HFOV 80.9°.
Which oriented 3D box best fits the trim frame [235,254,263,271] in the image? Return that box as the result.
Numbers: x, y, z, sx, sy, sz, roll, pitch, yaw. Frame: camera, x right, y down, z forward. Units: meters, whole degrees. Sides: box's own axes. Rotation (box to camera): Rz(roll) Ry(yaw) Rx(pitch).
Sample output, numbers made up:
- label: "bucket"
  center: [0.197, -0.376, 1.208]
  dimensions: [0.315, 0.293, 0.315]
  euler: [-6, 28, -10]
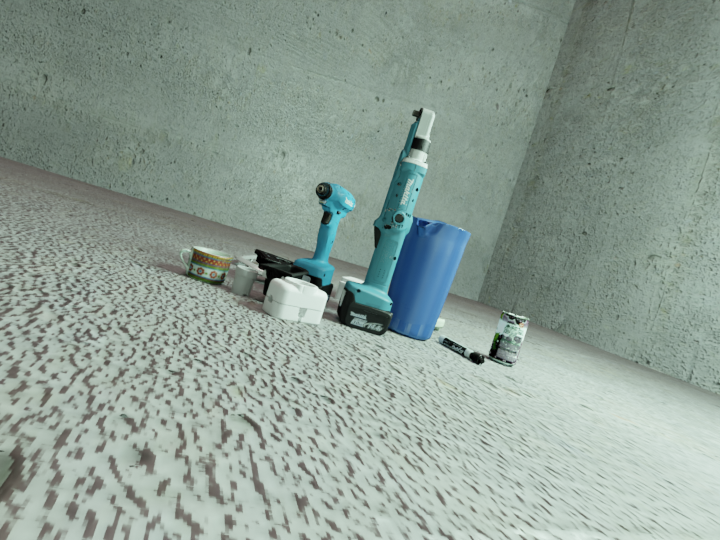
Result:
- label: "trim frame"
  center: [-0.242, -0.007, 1.162]
  dimensions: [0.187, 0.027, 0.245]
  euler: [18, 3, 6]

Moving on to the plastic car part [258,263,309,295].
- label: "plastic car part"
  center: [-0.140, 0.026, 0.773]
  dimensions: [0.068, 0.071, 0.113]
  euler: [18, 3, 14]

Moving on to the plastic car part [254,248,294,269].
- label: "plastic car part"
  center: [-0.158, 0.009, 0.992]
  dimensions: [0.193, 0.067, 0.070]
  euler: [16, 3, -33]

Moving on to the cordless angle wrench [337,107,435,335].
- label: "cordless angle wrench"
  center: [0.063, -0.096, 0.788]
  dimensions: [0.097, 0.422, 0.075]
  euler: [18, 1, -6]

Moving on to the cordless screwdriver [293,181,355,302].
- label: "cordless screwdriver"
  center: [-0.084, -0.055, 0.855]
  dimensions: [0.077, 0.248, 0.154]
  euler: [18, 2, 16]
